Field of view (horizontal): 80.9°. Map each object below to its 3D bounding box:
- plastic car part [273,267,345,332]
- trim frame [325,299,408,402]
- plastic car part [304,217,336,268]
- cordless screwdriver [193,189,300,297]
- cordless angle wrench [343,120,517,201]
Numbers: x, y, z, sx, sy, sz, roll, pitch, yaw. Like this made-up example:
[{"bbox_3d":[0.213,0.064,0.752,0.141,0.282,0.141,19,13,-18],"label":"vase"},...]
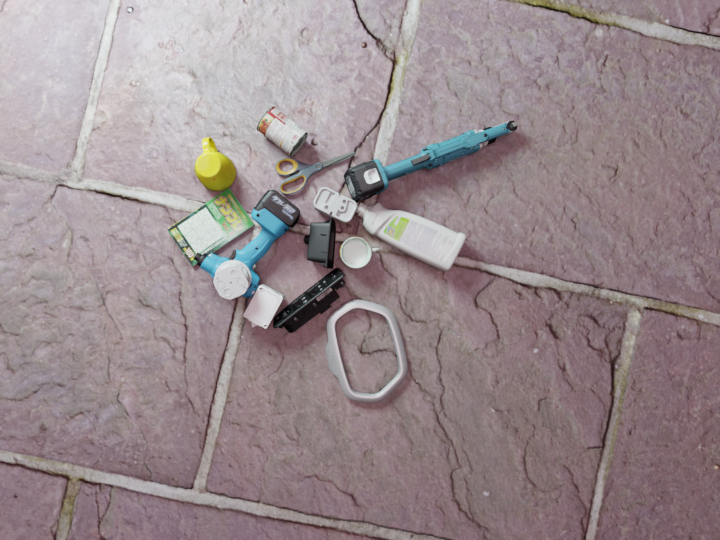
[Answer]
[{"bbox_3d":[-0.115,0.077,0.987,0.202,0.069,0.064,-34,118,-3],"label":"plastic car part"},{"bbox_3d":[0.011,0.190,1.000,0.183,0.028,0.248,-15,91,-2],"label":"trim frame"},{"bbox_3d":[-0.097,-0.063,0.991,0.072,0.064,0.117,1,86,11],"label":"plastic car part"},{"bbox_3d":[-0.257,-0.075,0.970,0.156,0.076,0.249,33,92,-11],"label":"cordless screwdriver"},{"bbox_3d":[0.171,-0.268,0.987,0.420,0.099,0.074,-21,93,-6],"label":"cordless angle wrench"}]
